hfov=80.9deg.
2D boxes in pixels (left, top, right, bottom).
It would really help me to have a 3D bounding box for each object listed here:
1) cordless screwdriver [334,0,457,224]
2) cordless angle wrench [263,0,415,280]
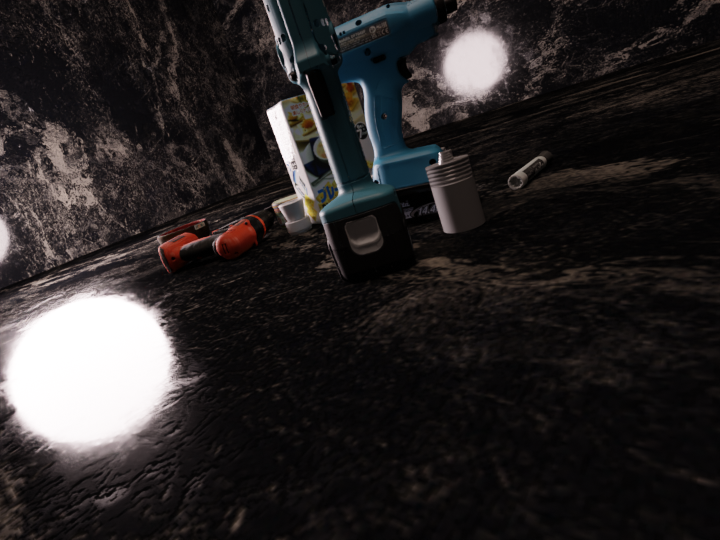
[{"bbox_3d":[0.060,-0.185,0.506,0.163,0.244,0.074,-15,14,17],"label":"cordless screwdriver"},{"bbox_3d":[-0.047,-0.200,0.381,0.075,0.414,0.098,-17,13,11],"label":"cordless angle wrench"}]
